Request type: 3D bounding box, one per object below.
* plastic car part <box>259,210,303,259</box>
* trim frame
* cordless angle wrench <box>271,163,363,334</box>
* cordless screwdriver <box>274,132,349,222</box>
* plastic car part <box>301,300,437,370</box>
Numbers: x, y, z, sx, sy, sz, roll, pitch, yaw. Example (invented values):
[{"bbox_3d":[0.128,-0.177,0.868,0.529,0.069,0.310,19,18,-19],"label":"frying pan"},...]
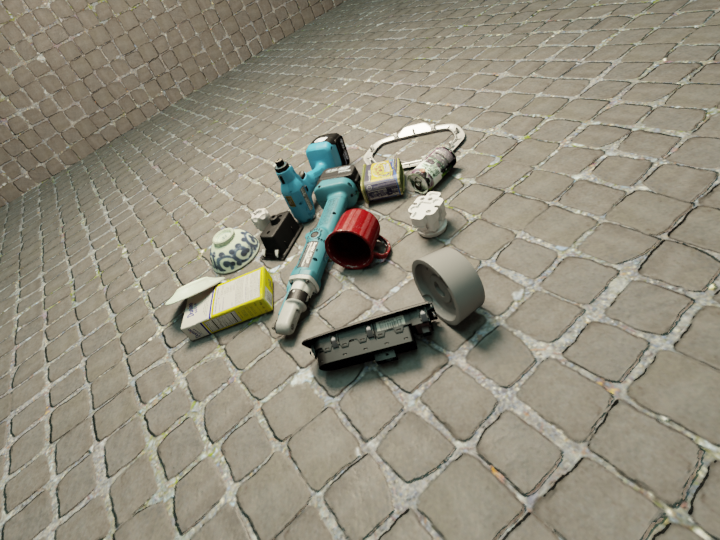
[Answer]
[{"bbox_3d":[-0.180,-0.086,0.929,0.069,0.067,0.117,2,50,29],"label":"plastic car part"},{"bbox_3d":[0.124,-0.305,1.031,0.257,0.026,0.186,-7,42,25],"label":"trim frame"},{"bbox_3d":[-0.082,-0.054,0.842,0.101,0.071,0.429,-6,46,24],"label":"cordless angle wrench"},{"bbox_3d":[-0.117,-0.249,1.005,0.077,0.152,0.250,-1,44,29],"label":"cordless screwdriver"},{"bbox_3d":[0.015,0.105,0.622,0.207,0.063,0.069,-14,66,14],"label":"plastic car part"}]
